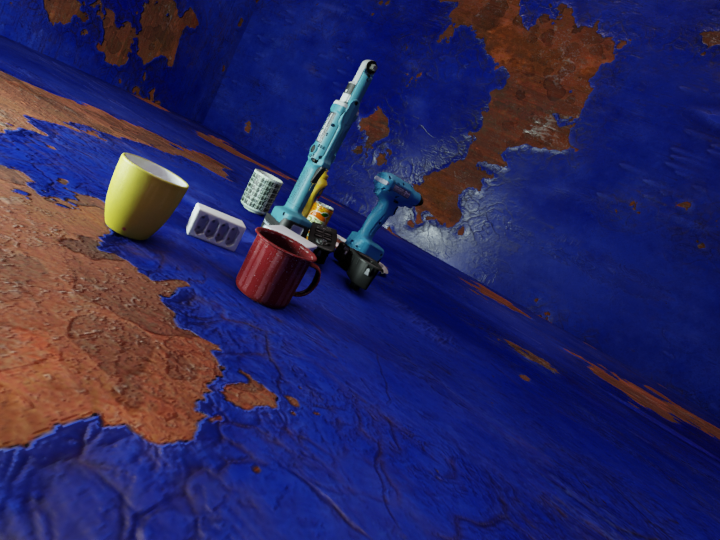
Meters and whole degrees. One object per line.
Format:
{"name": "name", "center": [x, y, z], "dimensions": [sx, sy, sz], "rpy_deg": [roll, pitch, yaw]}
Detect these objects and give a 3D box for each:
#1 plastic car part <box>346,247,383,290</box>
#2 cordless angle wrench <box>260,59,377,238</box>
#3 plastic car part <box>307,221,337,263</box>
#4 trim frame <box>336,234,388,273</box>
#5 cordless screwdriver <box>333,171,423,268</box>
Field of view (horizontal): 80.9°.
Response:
{"name": "plastic car part", "center": [0.001, 0.005, 0.875], "dimensions": [0.065, 0.071, 0.119], "rpy_deg": [27, 11, -12]}
{"name": "cordless angle wrench", "center": [-0.080, -0.245, 0.897], "dimensions": [0.070, 0.422, 0.103], "rpy_deg": [21, 13, -38]}
{"name": "plastic car part", "center": [-0.094, -0.061, 0.959], "dimensions": [0.065, 0.067, 0.206], "rpy_deg": [27, 11, -10]}
{"name": "trim frame", "center": [-0.027, -0.056, 1.210], "dimensions": [0.259, 0.027, 0.177], "rpy_deg": [32, 11, 20]}
{"name": "cordless screwdriver", "center": [0.051, -0.104, 1.031], "dimensions": [0.150, 0.248, 0.079], "rpy_deg": [20, 14, -42]}
